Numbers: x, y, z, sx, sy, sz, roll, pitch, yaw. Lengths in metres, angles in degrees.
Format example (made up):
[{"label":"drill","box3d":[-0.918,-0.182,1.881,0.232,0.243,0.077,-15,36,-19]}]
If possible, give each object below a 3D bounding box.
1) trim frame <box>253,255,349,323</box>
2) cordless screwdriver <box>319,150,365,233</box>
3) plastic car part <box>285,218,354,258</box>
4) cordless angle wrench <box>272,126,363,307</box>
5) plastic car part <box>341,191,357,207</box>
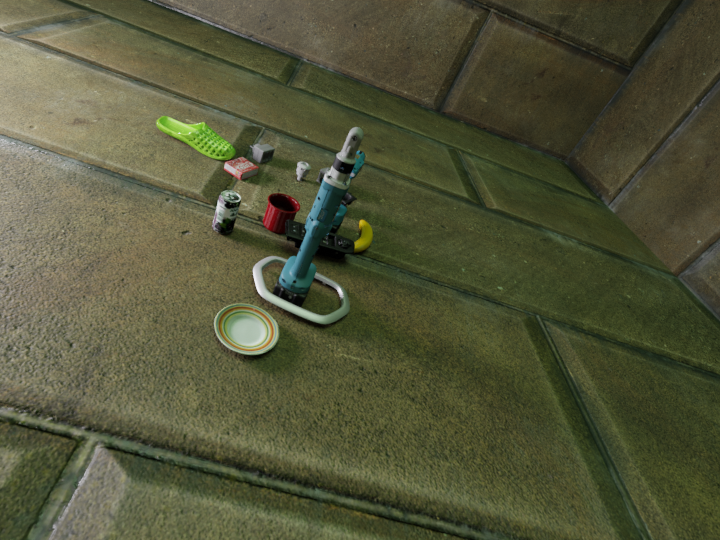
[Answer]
[{"label":"trim frame","box3d":[-0.139,0.043,1.002,0.248,0.027,0.186,22,35,-2]},{"label":"cordless screwdriver","box3d":[-0.055,-0.223,1.213,0.075,0.247,0.159,27,34,0]},{"label":"plastic car part","box3d":[-0.111,-0.073,1.138,0.197,0.066,0.069,12,36,-16]},{"label":"cordless angle wrench","box3d":[-0.085,-0.099,0.878,0.074,0.420,0.099,24,34,-5]},{"label":"plastic car part","box3d":[-0.082,-0.232,1.365,0.121,0.070,0.064,39,36,20]}]
